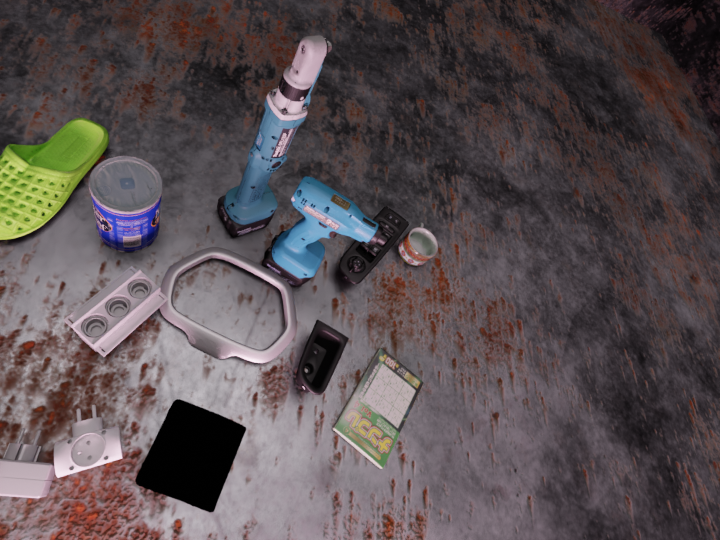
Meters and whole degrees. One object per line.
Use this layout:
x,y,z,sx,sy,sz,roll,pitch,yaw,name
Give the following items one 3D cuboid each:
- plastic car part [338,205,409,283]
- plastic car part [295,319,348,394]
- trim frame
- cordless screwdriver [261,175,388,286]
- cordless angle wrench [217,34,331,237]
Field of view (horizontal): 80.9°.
0.018,-0.047,0.878,0.066,0.067,0.201,40,55,-2,plastic car part
-0.079,0.157,0.724,0.065,0.071,0.117,31,56,-9,plastic car part
-0.226,0.058,0.741,0.245,0.028,0.186,27,56,-8,trim frame
-0.071,-0.047,0.729,0.157,0.251,0.075,32,56,-9,cordless screwdriver
-0.144,-0.188,0.668,0.095,0.427,0.076,-24,79,-34,cordless angle wrench
